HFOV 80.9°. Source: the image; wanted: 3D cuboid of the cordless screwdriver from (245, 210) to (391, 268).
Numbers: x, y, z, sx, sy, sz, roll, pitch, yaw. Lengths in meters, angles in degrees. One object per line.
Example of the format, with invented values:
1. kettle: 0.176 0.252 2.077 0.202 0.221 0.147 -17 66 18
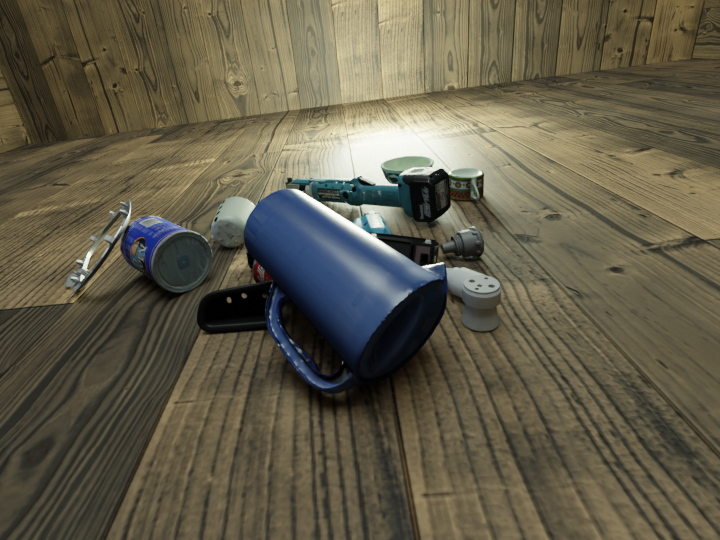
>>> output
1. cordless screwdriver: -0.070 -0.046 0.719 0.249 0.072 0.164 -4 28 -1

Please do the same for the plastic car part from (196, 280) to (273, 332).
1. plastic car part: -0.165 0.045 0.597 0.118 0.065 0.071 -7 12 7

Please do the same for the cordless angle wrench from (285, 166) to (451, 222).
1. cordless angle wrench: -0.016 -0.176 0.935 0.446 0.095 0.072 12 32 39

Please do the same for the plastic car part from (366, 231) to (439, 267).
1. plastic car part: 0.009 -0.025 0.623 0.208 0.066 0.065 8 2 14

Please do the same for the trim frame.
1. trim frame: -0.485 -0.050 0.786 0.184 0.026 0.262 -55 35 0
